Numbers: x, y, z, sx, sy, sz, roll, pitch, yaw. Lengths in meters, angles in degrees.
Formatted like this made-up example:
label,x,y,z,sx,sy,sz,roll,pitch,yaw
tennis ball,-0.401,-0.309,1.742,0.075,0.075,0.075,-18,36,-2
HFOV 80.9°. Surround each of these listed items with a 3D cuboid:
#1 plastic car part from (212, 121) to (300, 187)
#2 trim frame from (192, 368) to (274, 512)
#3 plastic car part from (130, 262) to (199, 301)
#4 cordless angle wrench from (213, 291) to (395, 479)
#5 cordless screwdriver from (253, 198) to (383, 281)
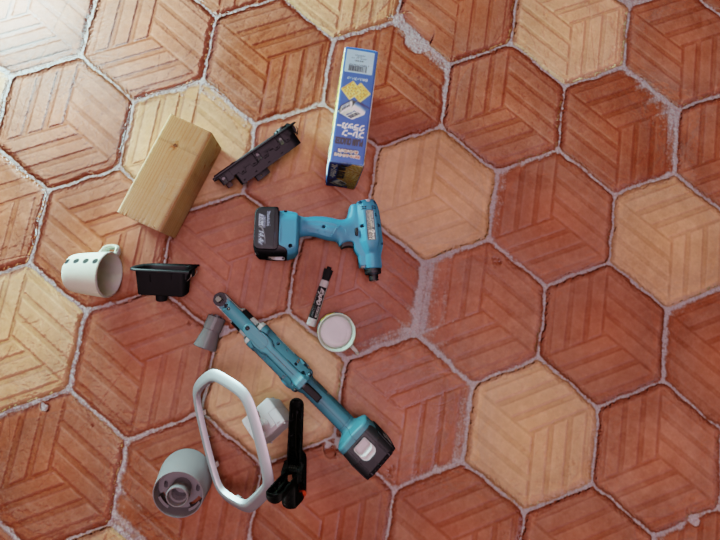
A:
label,x,y,z,sx,sy,sz,roll,pitch,yaw
plastic car part,-0.196,-0.224,0.838,0.202,0.067,0.066,-41,100,-6
trim frame,-0.227,0.294,0.737,0.190,0.026,0.250,-20,85,33
plastic car part,-0.373,0.024,0.806,0.116,0.067,0.070,-1,99,-1
cordless angle wrench,-0.120,0.192,0.784,0.429,0.097,0.074,43,83,7
cordless screwdriver,-0.079,-0.052,0.812,0.246,0.074,0.161,-4,77,-7
